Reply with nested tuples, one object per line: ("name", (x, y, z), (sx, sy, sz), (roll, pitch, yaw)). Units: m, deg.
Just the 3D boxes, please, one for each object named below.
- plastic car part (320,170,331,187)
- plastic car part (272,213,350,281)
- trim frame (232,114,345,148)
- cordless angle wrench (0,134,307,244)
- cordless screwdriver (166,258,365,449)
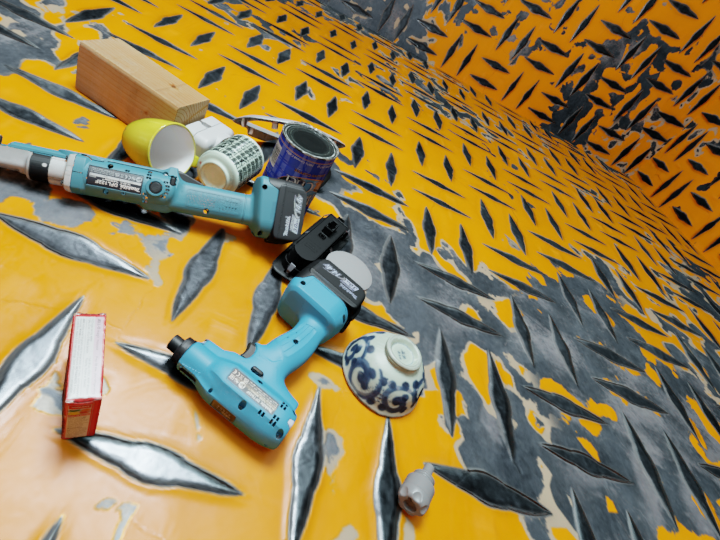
("plastic car part", (-0.125, -0.205, 0.847), (0.111, 0.065, 0.075), (7, 30, -36))
("plastic car part", (-0.068, -0.045, 0.699), (0.066, 0.068, 0.201), (45, 39, -4))
("trim frame", (-0.138, -0.267, 0.842), (0.193, 0.027, 0.238), (14, 9, 29))
("cordless angle wrench", (-0.288, -0.116, 0.601), (0.409, 0.098, 0.077), (9, -2, -20))
("cordless screwdriver", (-0.104, 0.073, 0.527), (0.161, 0.074, 0.247), (35, 40, 3))
